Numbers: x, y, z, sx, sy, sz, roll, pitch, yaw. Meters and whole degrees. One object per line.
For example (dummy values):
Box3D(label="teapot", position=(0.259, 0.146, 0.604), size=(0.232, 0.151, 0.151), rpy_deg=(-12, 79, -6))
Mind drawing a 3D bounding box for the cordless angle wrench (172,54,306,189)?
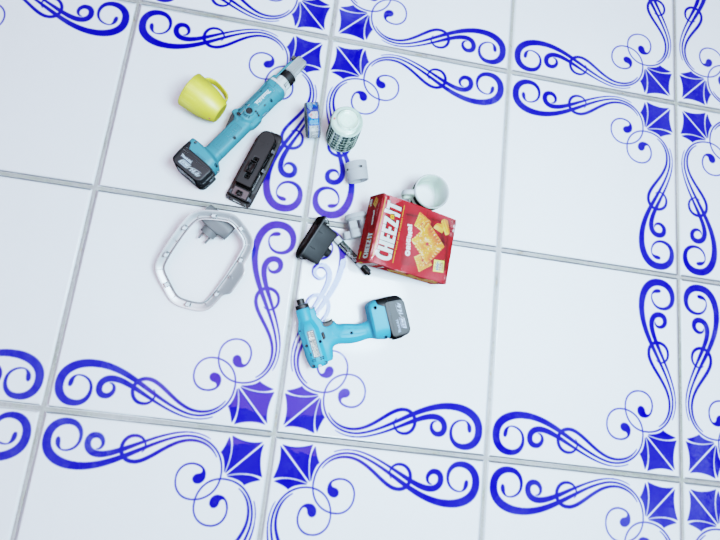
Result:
Box3D(label="cordless angle wrench", position=(-0.274, -0.378, 1.032), size=(0.098, 0.075, 0.421), rpy_deg=(40, 77, -1))

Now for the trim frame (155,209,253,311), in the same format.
Box3D(label="trim frame", position=(-0.353, -0.023, 0.959), size=(0.181, 0.028, 0.248), rpy_deg=(36, 91, -7))

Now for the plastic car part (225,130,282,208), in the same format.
Box3D(label="plastic car part", position=(-0.256, -0.257, 1.019), size=(0.067, 0.066, 0.203), rpy_deg=(24, 77, 2))

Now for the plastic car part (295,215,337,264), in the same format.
Box3D(label="plastic car part", position=(-0.098, -0.064, 1.007), size=(0.069, 0.068, 0.116), rpy_deg=(31, 82, -18))

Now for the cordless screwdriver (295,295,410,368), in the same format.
Box3D(label="cordless screwdriver", position=(-0.022, 0.112, 0.977), size=(0.247, 0.074, 0.161), rpy_deg=(-17, 84, -5))
